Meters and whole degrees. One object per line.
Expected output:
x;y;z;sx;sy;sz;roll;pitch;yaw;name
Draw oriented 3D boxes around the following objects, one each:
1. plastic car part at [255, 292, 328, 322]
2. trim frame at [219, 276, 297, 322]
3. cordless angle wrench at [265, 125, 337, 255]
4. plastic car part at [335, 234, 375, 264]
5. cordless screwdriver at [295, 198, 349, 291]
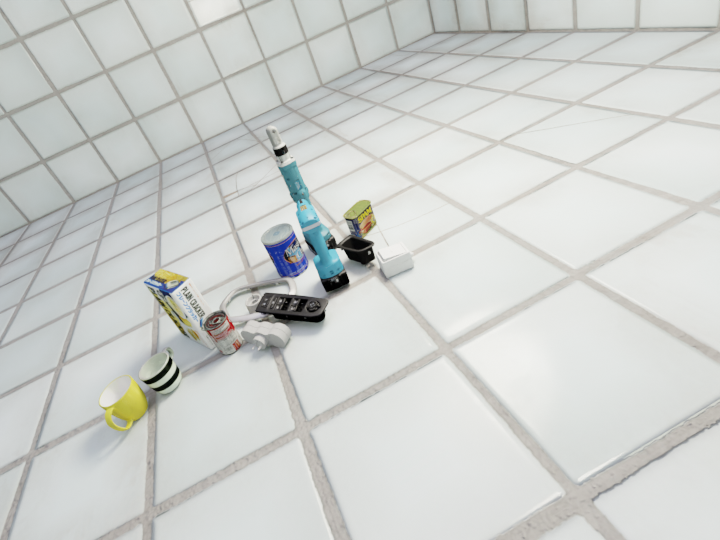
-0.174;0.104;1.105;0.211;0.064;0.066;-1;39;29;plastic car part
-0.301;0.083;1.239;0.253;0.026;0.189;-14;36;14;trim frame
-0.182;-0.230;1.251;0.073;0.405;0.103;-31;34;-15;cordless angle wrench
-0.004;-0.052;1.208;0.065;0.068;0.123;-40;38;-25;plastic car part
-0.113;-0.074;1.151;0.074;0.238;0.166;-23;33;-3;cordless screwdriver
